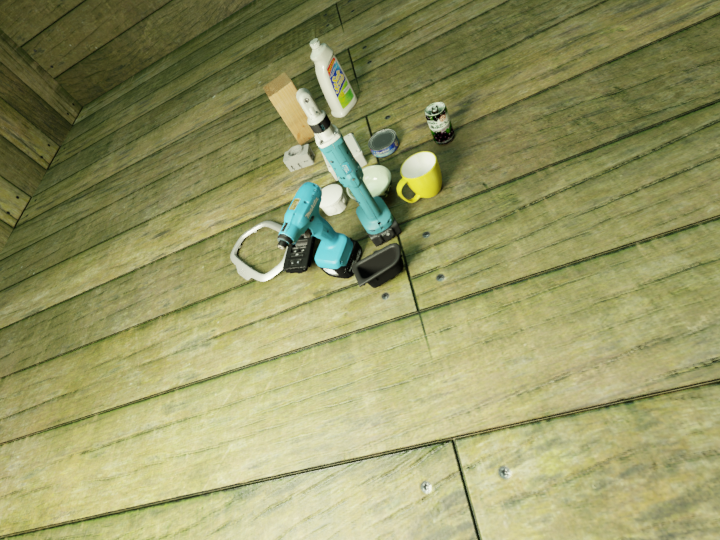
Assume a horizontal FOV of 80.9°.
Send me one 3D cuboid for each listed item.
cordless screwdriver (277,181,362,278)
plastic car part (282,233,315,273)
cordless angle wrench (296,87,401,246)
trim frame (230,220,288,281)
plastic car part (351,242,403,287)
[{"bbox_3d":[-0.093,-0.061,0.947,0.078,0.235,0.160,7,60,33],"label":"cordless screwdriver"},{"bbox_3d":[-0.146,-0.070,1.104,0.068,0.063,0.208,-13,52,22],"label":"plastic car part"},{"bbox_3d":[-0.024,-0.209,0.903,0.075,0.400,0.103,-30,47,6],"label":"cordless angle wrench"},{"bbox_3d":[-0.279,-0.057,1.200,0.263,0.026,0.183,27,74,41],"label":"trim frame"},{"bbox_3d":[0.049,-0.002,0.935,0.117,0.067,0.069,-29,47,9],"label":"plastic car part"}]
